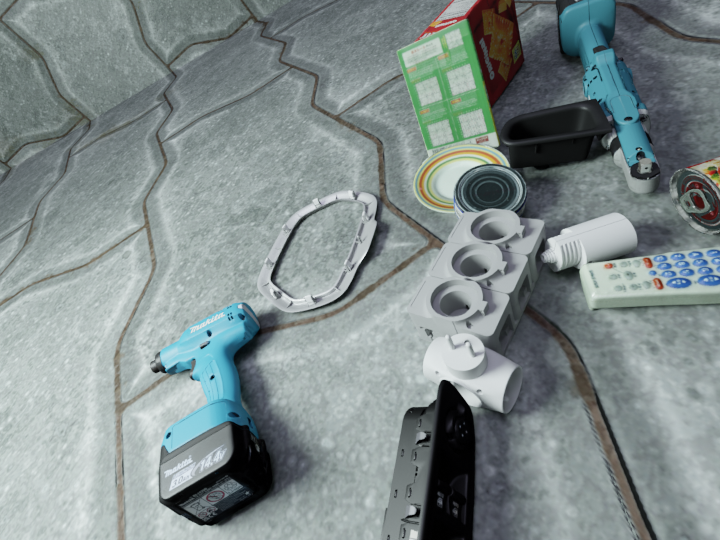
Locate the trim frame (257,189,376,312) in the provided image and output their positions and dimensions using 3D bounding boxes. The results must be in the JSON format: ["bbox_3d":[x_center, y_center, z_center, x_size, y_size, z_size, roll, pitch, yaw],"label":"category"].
[{"bbox_3d":[-0.063,-0.041,0.643,0.192,0.026,0.251,-2,47,28],"label":"trim frame"}]

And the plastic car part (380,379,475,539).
[{"bbox_3d":[0.052,0.189,0.329,0.069,0.064,0.205,-27,35,47],"label":"plastic car part"}]

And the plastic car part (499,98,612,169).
[{"bbox_3d":[0.241,-0.163,0.541,0.120,0.067,0.067,-8,50,19],"label":"plastic car part"}]

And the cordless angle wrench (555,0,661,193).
[{"bbox_3d":[0.336,-0.258,0.576,0.077,0.093,0.431,-9,50,24],"label":"cordless angle wrench"}]

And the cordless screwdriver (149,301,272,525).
[{"bbox_3d":[-0.190,0.155,0.497,0.160,0.071,0.260,-29,37,3],"label":"cordless screwdriver"}]
